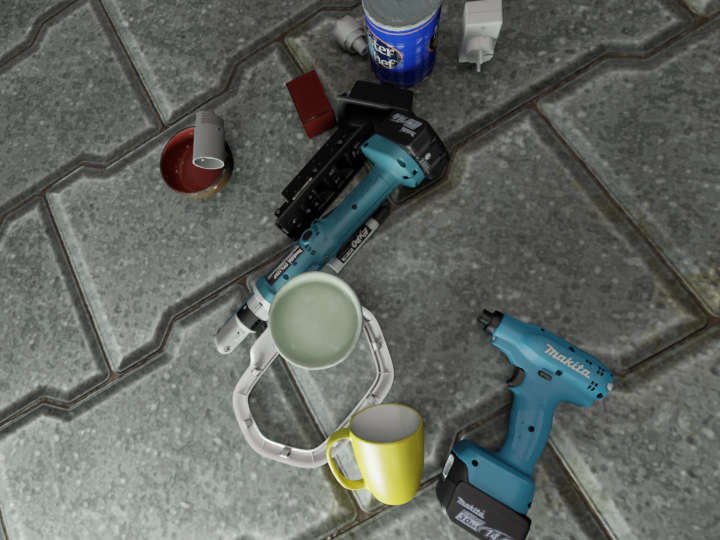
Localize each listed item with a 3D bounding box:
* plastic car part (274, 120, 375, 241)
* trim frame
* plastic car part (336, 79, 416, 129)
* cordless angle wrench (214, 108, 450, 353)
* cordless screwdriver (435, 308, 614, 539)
[{"bbox_3d":[-0.055,-0.141,0.629,0.203,0.062,0.071,-46,51,1],"label":"plastic car part"},{"bbox_3d":[-0.069,0.150,0.586,0.190,0.027,0.248,41,90,17],"label":"trim frame"},{"bbox_3d":[0.028,-0.251,0.636,0.118,0.064,0.072,11,68,8],"label":"plastic car part"},{"bbox_3d":[-0.058,-0.038,0.595,0.423,0.070,0.103,-46,43,4],"label":"cordless angle wrench"},{"bbox_3d":[0.169,0.180,0.511,0.164,0.072,0.249,31,82,15],"label":"cordless screwdriver"}]
